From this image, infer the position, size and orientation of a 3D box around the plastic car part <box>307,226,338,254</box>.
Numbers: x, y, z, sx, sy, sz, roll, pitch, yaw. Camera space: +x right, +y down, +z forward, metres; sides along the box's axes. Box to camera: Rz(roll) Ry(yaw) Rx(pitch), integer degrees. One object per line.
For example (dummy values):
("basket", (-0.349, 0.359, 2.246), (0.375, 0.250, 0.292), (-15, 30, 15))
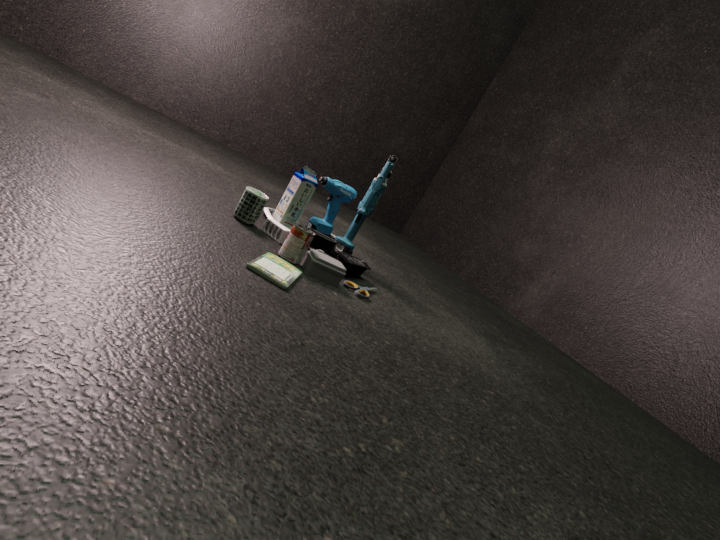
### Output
("plastic car part", (-0.142, -0.093, 1.454), (0.117, 0.071, 0.066), (30, 11, 2))

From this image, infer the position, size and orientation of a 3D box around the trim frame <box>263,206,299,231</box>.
("trim frame", (-0.280, -0.176, 1.587), (0.176, 0.027, 0.261), (23, 13, -29))

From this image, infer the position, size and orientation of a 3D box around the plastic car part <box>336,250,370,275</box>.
("plastic car part", (-0.024, -0.014, 1.411), (0.069, 0.067, 0.194), (35, 12, 24))

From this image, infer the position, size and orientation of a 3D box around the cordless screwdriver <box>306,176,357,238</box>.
("cordless screwdriver", (-0.136, -0.229, 1.608), (0.151, 0.248, 0.078), (24, 13, -30))

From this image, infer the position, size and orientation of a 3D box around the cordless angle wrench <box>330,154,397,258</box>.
("cordless angle wrench", (0.018, -0.228, 1.540), (0.076, 0.422, 0.096), (33, 11, 10))
